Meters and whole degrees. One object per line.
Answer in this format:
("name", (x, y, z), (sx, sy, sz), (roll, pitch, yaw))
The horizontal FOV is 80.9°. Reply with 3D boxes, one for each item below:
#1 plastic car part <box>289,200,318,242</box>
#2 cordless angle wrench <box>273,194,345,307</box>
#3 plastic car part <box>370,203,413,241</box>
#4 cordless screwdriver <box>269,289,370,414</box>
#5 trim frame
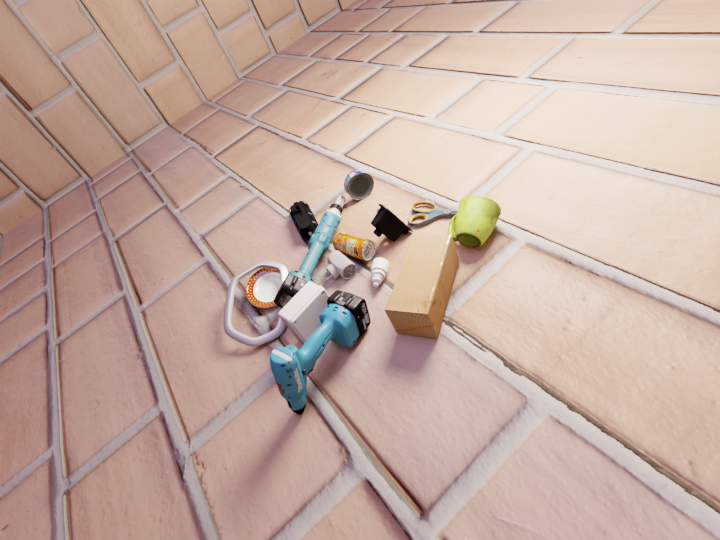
("plastic car part", (-0.172, -0.159, 1.279), (0.066, 0.064, 0.213), (-24, 43, -5))
("cordless angle wrench", (-0.111, -0.073, 1.138), (0.098, 0.073, 0.427), (-53, 12, 47))
("plastic car part", (0.065, -0.114, 1.070), (0.071, 0.110, 0.070), (-55, 42, 6))
("cordless screwdriver", (-0.076, 0.164, 0.866), (0.078, 0.153, 0.245), (15, 41, 35))
("trim frame", (-0.259, 0.078, 1.080), (0.186, 0.026, 0.257), (-11, 52, 8))
